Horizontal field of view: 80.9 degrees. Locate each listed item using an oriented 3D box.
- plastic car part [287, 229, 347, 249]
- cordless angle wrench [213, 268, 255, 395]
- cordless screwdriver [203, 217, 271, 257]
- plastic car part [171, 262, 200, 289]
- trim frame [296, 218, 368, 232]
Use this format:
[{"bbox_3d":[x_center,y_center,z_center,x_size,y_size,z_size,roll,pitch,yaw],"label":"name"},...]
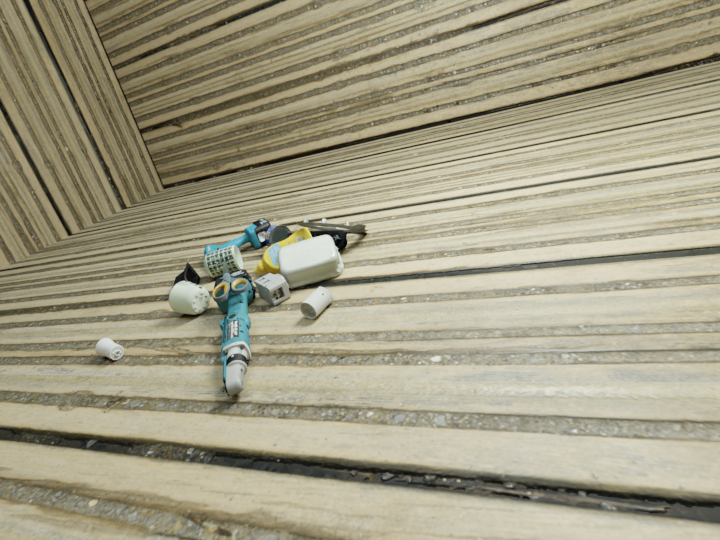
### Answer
[{"bbox_3d":[-0.122,-0.080,1.253,0.212,0.067,0.063,-3,-17,33],"label":"plastic car part"},{"bbox_3d":[-0.271,0.121,0.917,0.097,0.072,0.440,-20,27,-8],"label":"cordless angle wrench"},{"bbox_3d":[-0.413,-0.088,1.444,0.246,0.072,0.167,-27,26,-12],"label":"cordless screwdriver"},{"bbox_3d":[-0.537,0.038,1.282,0.071,0.063,0.121,-31,27,4],"label":"plastic car part"},{"bbox_3d":[-0.078,-0.131,1.245,0.192,0.027,0.237,7,1,28],"label":"trim frame"}]
